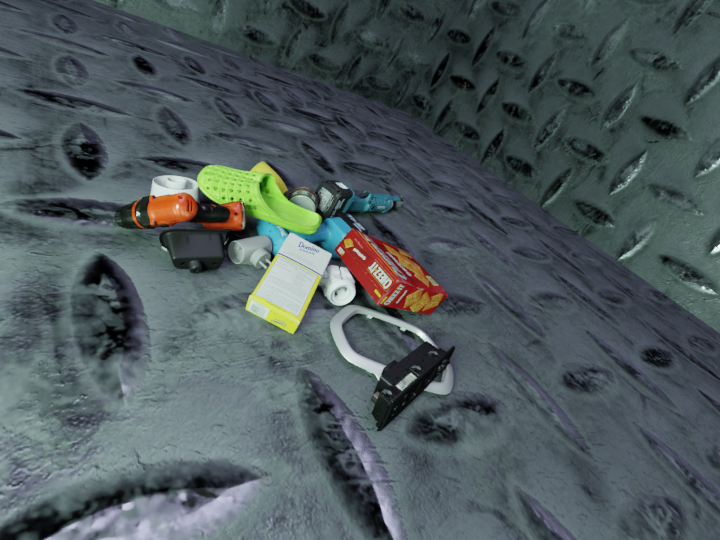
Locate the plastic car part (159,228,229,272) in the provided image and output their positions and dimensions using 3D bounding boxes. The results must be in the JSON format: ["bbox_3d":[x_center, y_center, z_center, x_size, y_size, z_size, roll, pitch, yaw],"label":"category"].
[{"bbox_3d":[-0.282,-0.029,0.727,0.111,0.066,0.074,-4,56,-40],"label":"plastic car part"}]

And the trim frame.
[{"bbox_3d":[0.057,0.140,0.759,0.243,0.027,0.189,22,28,-14],"label":"trim frame"}]

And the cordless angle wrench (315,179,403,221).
[{"bbox_3d":[0.018,-0.200,1.237,0.078,0.098,0.406,42,27,22],"label":"cordless angle wrench"}]

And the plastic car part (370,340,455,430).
[{"bbox_3d":[0.079,0.167,0.667,0.071,0.065,0.196,29,35,35],"label":"plastic car part"}]

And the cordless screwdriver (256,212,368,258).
[{"bbox_3d":[-0.090,-0.059,0.920,0.238,0.074,0.168,-6,44,-39],"label":"cordless screwdriver"}]
